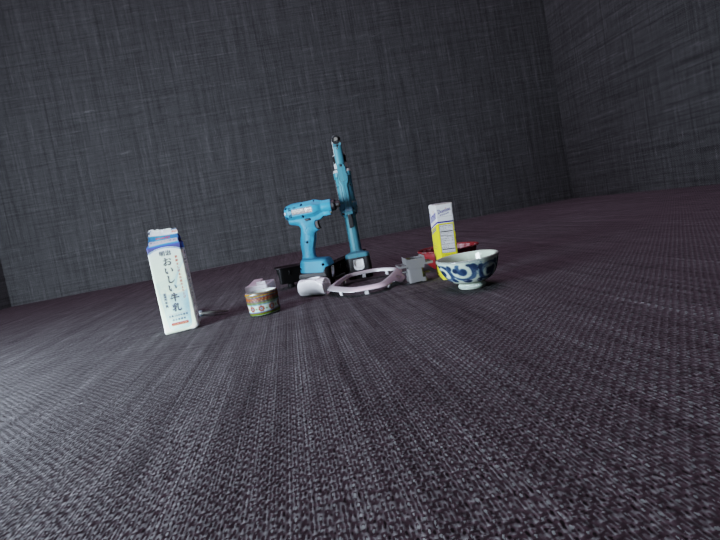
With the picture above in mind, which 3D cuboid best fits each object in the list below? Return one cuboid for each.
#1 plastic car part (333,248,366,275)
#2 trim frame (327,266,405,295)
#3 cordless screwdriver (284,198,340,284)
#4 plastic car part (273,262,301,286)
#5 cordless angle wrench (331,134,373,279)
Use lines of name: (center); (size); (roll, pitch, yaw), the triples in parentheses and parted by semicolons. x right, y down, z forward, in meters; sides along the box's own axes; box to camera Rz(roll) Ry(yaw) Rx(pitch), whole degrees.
plastic car part: (-0.057, -0.019, 1.366); (0.069, 0.066, 0.195); (-6, 9, 39)
trim frame: (0.019, 0.026, 1.082); (0.190, 0.027, 0.243); (-8, 8, 19)
cordless screwdriver: (-0.116, -0.076, 1.189); (0.163, 0.247, 0.073); (-9, 4, 15)
plastic car part: (-0.214, 0.015, 1.319); (0.112, 0.070, 0.069); (-15, 7, -33)
cordless angle wrench: (-0.036, -0.189, 1.255); (0.075, 0.421, 0.098); (-10, 3, 1)
